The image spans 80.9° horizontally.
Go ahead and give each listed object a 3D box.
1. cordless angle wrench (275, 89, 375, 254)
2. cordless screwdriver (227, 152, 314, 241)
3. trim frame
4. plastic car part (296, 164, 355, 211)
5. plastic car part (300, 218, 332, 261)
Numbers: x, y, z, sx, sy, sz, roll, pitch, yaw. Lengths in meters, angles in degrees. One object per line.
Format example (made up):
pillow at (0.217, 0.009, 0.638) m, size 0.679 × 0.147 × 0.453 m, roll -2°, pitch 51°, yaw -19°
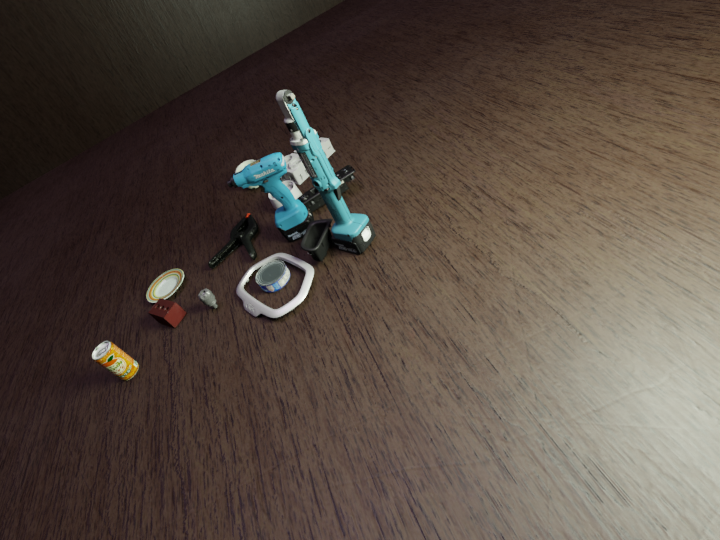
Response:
cordless angle wrench at (-0.081, -0.207, 0.939) m, size 0.103 × 0.402 × 0.074 m, roll 15°, pitch 55°, yaw 40°
cordless screwdriver at (-0.232, -0.186, 1.134) m, size 0.161 × 0.236 × 0.077 m, roll -20°, pitch 40°, yaw 10°
trim frame at (-0.218, 0.035, 1.065) m, size 0.263 × 0.026 × 0.183 m, roll 23°, pitch 63°, yaw 43°
plastic car part at (-0.102, -0.230, 1.234) m, size 0.203 × 0.064 × 0.069 m, roll -29°, pitch 40°, yaw 2°
plastic car part at (-0.105, -0.068, 1.070) m, size 0.068 × 0.067 × 0.118 m, roll -6°, pitch 46°, yaw 25°
